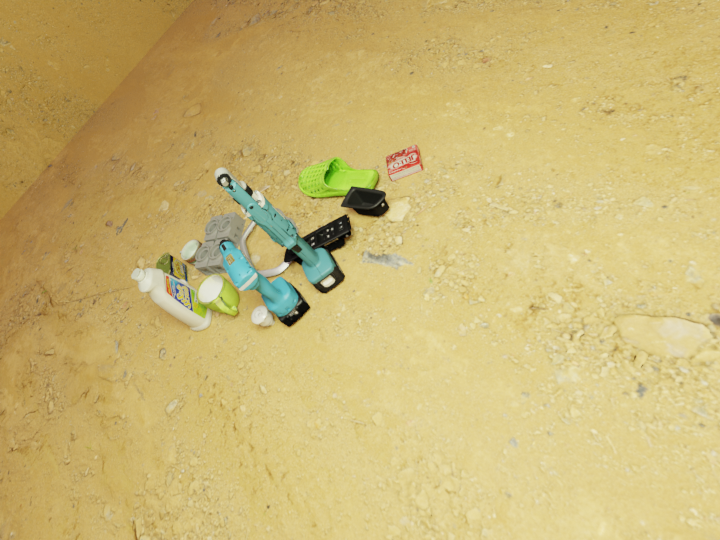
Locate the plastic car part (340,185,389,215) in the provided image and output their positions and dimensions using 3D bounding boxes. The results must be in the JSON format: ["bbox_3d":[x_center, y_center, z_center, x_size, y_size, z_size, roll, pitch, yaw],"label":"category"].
[{"bbox_3d":[0.021,-0.165,1.066,0.123,0.067,0.066,16,71,37],"label":"plastic car part"}]

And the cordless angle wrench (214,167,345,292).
[{"bbox_3d":[-0.168,-0.083,0.909,0.075,0.399,0.103,-36,50,6],"label":"cordless angle wrench"}]

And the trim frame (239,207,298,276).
[{"bbox_3d":[-0.263,-0.081,1.216,0.185,0.026,0.262,-37,49,7],"label":"trim frame"}]

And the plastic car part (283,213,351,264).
[{"bbox_3d":[-0.106,-0.070,1.087,0.207,0.063,0.069,-23,52,18],"label":"plastic car part"}]

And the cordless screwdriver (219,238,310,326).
[{"bbox_3d":[-0.231,0.025,0.990,0.074,0.235,0.168,-43,49,0],"label":"cordless screwdriver"}]
